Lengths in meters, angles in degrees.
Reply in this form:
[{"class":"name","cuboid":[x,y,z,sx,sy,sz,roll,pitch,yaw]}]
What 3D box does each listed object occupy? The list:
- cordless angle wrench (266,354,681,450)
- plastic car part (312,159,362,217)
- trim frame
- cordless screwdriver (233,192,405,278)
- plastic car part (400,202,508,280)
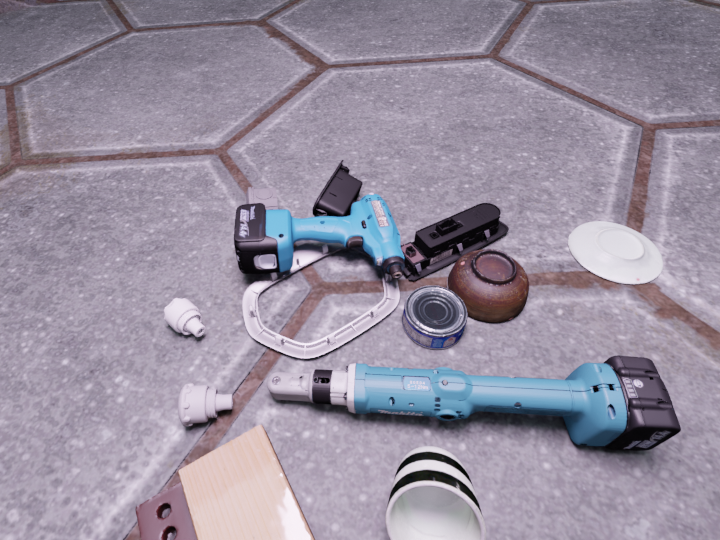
[{"class":"cordless angle wrench","cuboid":[0.098,0.141,0.483,0.430,0.094,0.076,1,52,9]},{"class":"plastic car part","cuboid":[-0.034,-0.129,0.756,0.071,0.065,0.117,22,55,2]},{"class":"trim frame","cuboid":[-0.058,0.029,0.634,0.244,0.026,0.194,-30,52,-19]},{"class":"cordless screwdriver","cuboid":[-0.062,-0.041,0.638,0.246,0.072,0.166,-8,48,-8]},{"class":"plastic car part","cuboid":[0.147,-0.059,0.675,0.199,0.065,0.070,-22,44,-18]}]
